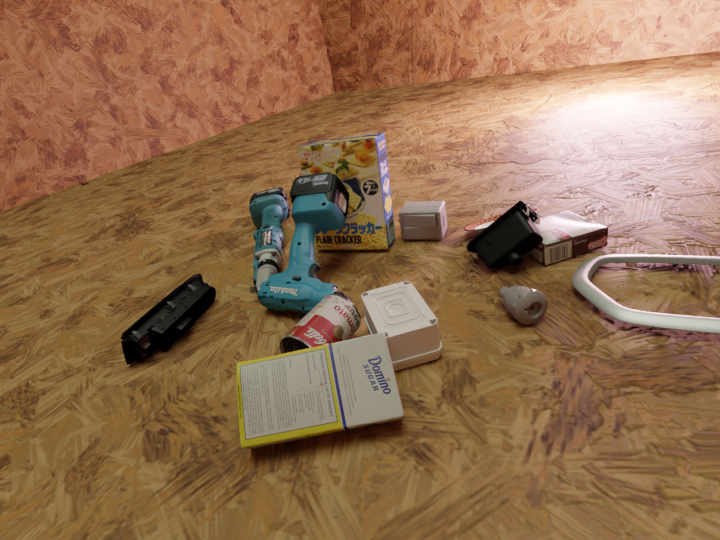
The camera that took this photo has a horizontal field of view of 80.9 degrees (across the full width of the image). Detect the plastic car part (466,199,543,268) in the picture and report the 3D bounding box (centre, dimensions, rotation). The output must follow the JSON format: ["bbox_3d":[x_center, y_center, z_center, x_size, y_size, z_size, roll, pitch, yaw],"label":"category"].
[{"bbox_3d":[0.238,-0.043,0.673,0.117,0.062,0.074,-44,42,25],"label":"plastic car part"}]

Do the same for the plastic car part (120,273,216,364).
[{"bbox_3d":[-0.311,0.074,0.719,0.069,0.064,0.204,6,33,13],"label":"plastic car part"}]

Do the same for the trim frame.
[{"bbox_3d":[0.414,0.023,0.539,0.259,0.026,0.183,0,33,27],"label":"trim frame"}]

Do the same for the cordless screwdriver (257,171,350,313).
[{"bbox_3d":[-0.070,-0.046,0.720,0.166,0.070,0.252,2,65,26],"label":"cordless screwdriver"}]

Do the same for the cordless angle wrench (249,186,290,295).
[{"bbox_3d":[-0.201,-0.072,0.925,0.098,0.072,0.438,-14,31,-2],"label":"cordless angle wrench"}]
